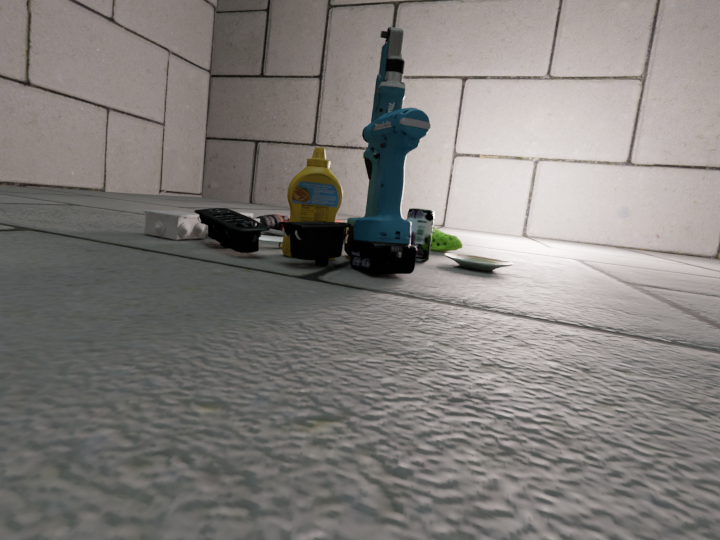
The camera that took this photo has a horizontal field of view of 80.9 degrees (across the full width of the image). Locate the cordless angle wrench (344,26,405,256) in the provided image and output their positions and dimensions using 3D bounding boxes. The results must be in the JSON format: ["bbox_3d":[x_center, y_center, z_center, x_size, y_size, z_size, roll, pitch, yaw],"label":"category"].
[{"bbox_3d":[0.041,-0.228,0.784,0.097,0.420,0.075,6,6,-7],"label":"cordless angle wrench"}]

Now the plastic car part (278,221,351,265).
[{"bbox_3d":[-0.065,-0.042,0.665,0.111,0.070,0.069,-1,10,-39],"label":"plastic car part"}]

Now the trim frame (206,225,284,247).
[{"bbox_3d":[-0.223,-0.078,0.911,0.260,0.027,0.177,11,10,27],"label":"trim frame"}]

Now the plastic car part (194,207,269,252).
[{"bbox_3d":[-0.229,-0.071,0.741,0.063,0.066,0.214,0,11,-39],"label":"plastic car part"}]

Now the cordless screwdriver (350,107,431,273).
[{"bbox_3d":[0.033,-0.123,0.673,0.072,0.247,0.166,4,8,-25],"label":"cordless screwdriver"}]
